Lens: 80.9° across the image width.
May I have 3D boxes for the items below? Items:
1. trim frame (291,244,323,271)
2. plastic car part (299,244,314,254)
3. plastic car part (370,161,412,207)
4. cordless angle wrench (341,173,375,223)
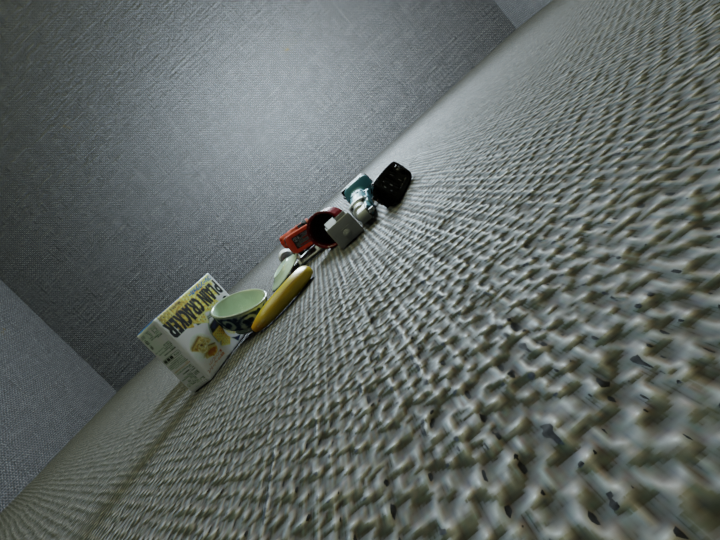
[{"bbox_3d":[-0.117,-0.077,1.200,0.252,0.027,0.184,-37,12,32],"label":"trim frame"},{"bbox_3d":[-0.175,-0.088,1.360,0.120,0.063,0.072,-26,33,45],"label":"plastic car part"},{"bbox_3d":[0.069,-0.186,0.934,0.203,0.067,0.066,-61,-6,-53],"label":"plastic car part"},{"bbox_3d":[0.002,-0.177,1.078,0.098,0.073,0.429,-41,15,11],"label":"cordless angle wrench"}]
